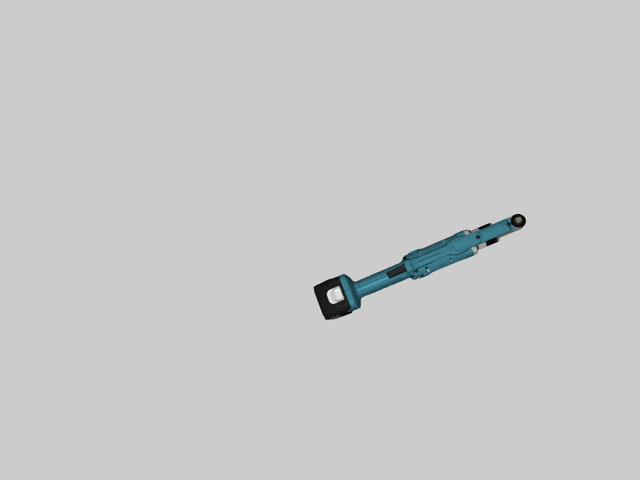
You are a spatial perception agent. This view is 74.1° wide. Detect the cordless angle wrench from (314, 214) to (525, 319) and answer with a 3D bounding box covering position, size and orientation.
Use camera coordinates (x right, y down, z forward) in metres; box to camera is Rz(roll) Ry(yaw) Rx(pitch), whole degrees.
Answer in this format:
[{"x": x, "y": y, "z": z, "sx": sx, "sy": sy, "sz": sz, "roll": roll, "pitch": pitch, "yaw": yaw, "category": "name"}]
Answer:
[{"x": 0.193, "y": 0.048, "z": 0.841, "sx": 0.423, "sy": 0.074, "sz": 0.098, "roll": -25, "pitch": -15, "yaw": 13, "category": "cordless angle wrench"}]
